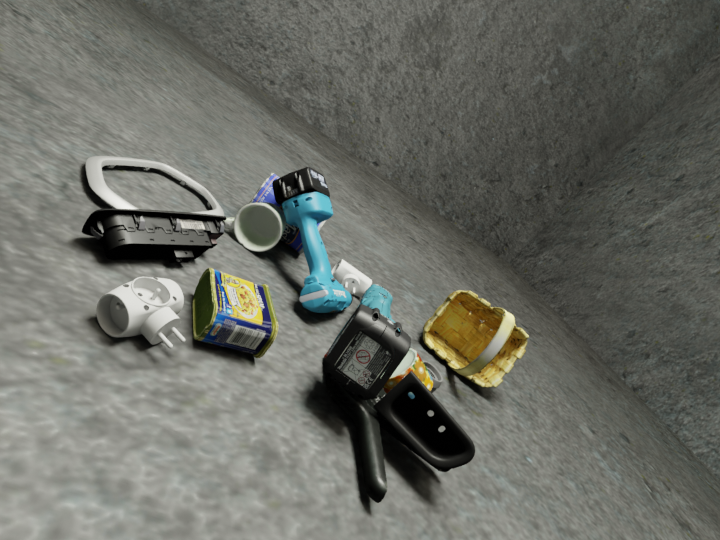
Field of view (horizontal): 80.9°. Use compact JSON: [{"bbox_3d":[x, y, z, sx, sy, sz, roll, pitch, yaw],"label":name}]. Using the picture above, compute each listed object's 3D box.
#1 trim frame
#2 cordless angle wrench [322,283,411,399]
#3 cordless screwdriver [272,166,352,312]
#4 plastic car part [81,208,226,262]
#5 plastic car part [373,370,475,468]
[{"bbox_3d":[-0.324,-0.125,0.685,0.188,0.027,0.243,40,17,9],"label":"trim frame"},{"bbox_3d":[0.021,0.071,0.687,0.075,0.098,0.420,34,9,0],"label":"cordless angle wrench"},{"bbox_3d":[-0.073,-0.048,0.748,0.153,0.076,0.254,22,52,-68],"label":"cordless screwdriver"},{"bbox_3d":[-0.262,-0.042,0.559,0.194,0.068,0.068,4,65,-61],"label":"plastic car part"},{"bbox_3d":[0.083,0.184,0.531,0.119,0.066,0.069,45,8,8],"label":"plastic car part"}]
